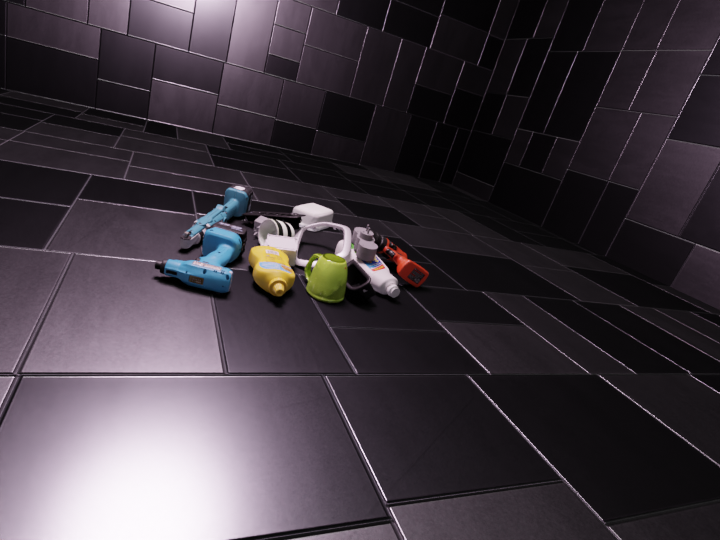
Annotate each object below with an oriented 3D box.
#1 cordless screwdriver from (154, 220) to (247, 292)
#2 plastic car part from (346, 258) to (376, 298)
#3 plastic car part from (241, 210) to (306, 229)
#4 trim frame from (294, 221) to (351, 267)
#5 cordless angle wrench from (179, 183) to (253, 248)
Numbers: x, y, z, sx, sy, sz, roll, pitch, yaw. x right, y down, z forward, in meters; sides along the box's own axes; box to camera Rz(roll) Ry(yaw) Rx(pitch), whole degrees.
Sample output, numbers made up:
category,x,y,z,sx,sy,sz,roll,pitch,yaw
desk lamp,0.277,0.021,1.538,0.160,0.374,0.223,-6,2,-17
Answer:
category,x,y,z,sx,sy,sz,roll,pitch,yaw
cordless screwdriver,-0.354,-0.039,0.974,0.158,0.073,0.255,12,25,-8
plastic car part,-0.003,0.034,1.045,0.067,0.066,0.123,52,-5,-37
plastic car part,-0.266,-0.152,1.302,0.211,0.067,0.064,2,6,25
trim frame,-0.118,-0.077,1.206,0.186,0.026,0.255,-4,35,5
cordless angle wrench,-0.411,-0.150,1.211,0.074,0.097,0.428,16,25,-2
